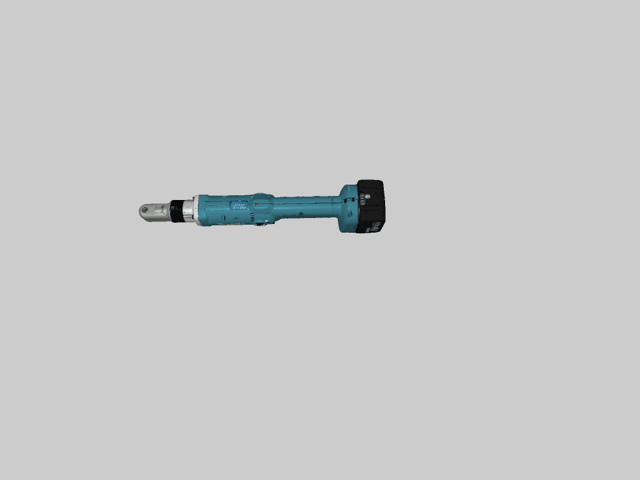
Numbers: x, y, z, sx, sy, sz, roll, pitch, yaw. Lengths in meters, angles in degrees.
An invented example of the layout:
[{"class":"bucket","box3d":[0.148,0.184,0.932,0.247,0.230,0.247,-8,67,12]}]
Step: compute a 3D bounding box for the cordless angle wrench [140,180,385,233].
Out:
[{"class":"cordless angle wrench","box3d":[-0.103,-0.053,0.742,0.423,0.074,0.098,-1,-14,-1]}]
